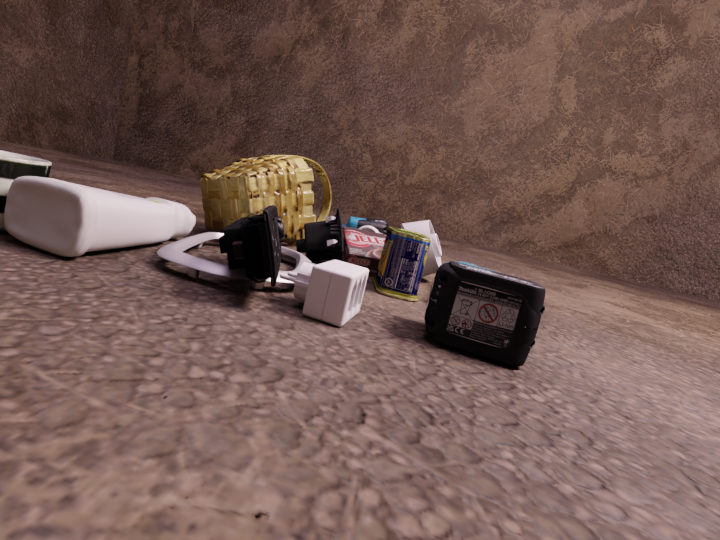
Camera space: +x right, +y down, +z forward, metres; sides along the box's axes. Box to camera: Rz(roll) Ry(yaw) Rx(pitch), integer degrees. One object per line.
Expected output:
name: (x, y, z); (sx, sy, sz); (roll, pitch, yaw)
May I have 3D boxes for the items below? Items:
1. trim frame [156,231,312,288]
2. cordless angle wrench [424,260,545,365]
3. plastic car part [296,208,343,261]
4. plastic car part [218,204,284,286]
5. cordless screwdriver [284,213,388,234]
trim frame: (-0.150, -0.017, 0.527); (0.183, 0.027, 0.252); (13, 11, -6)
cordless angle wrench: (0.145, 0.021, 0.568); (0.100, 0.074, 0.415); (15, 7, 9)
plastic car part: (-0.064, -0.042, 0.651); (0.070, 0.067, 0.115); (-1, -16, -8)
plastic car part: (-0.111, -0.032, 0.451); (0.067, 0.065, 0.206); (-13, 12, -1)
cordless screwdriver: (-0.071, -0.084, 0.886); (0.253, 0.074, 0.158); (10, 9, 8)
